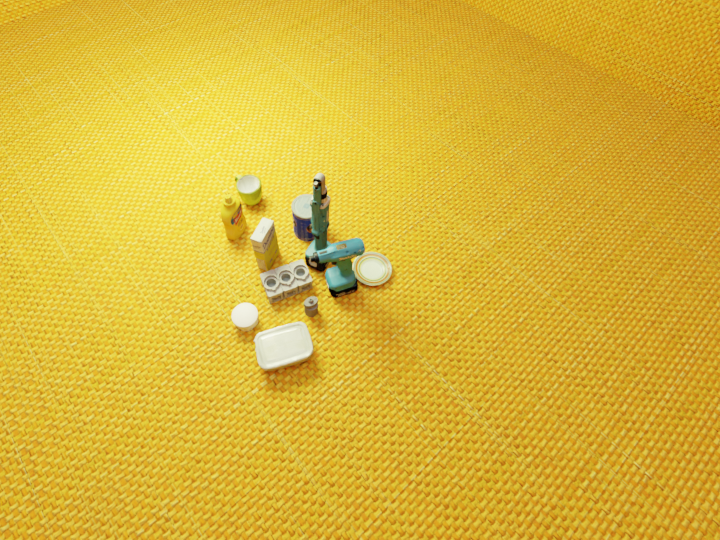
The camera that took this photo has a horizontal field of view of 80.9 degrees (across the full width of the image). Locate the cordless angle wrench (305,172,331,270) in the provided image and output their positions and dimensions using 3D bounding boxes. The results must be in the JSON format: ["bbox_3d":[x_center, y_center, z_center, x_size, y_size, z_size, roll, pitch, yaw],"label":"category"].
[{"bbox_3d":[-0.123,-0.143,1.276,0.076,0.412,0.098,25,60,10],"label":"cordless angle wrench"}]

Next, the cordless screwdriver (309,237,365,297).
[{"bbox_3d":[-0.076,-0.003,1.287,0.157,0.242,0.077,-14,61,-12],"label":"cordless screwdriver"}]
